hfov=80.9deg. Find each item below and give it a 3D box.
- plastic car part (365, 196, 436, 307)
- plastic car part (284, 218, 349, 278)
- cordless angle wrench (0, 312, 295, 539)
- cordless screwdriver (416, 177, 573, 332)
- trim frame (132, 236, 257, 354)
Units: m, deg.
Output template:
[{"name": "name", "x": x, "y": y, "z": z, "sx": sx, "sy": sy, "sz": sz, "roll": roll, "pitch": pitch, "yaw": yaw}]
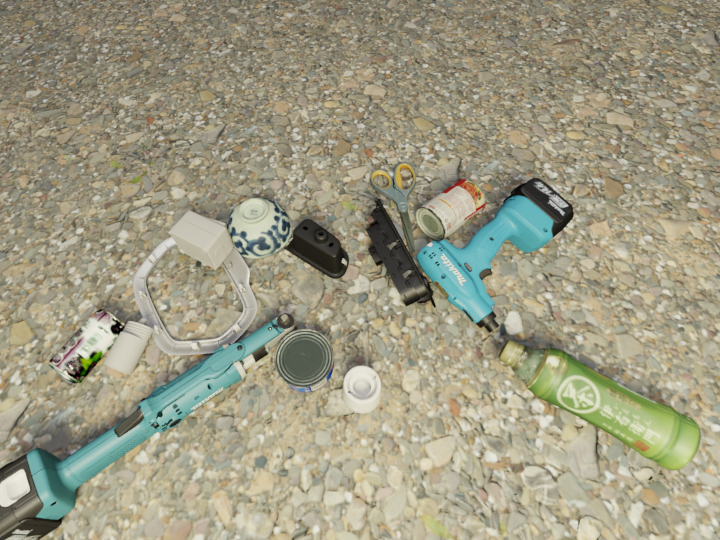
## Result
[{"name": "plastic car part", "x": 0.056, "y": -0.023, "z": 0.690, "sx": 0.067, "sy": 0.063, "sz": 0.212, "roll": -28, "pitch": 60, "yaw": -3}, {"name": "plastic car part", "x": -0.069, "y": -0.045, "z": 0.709, "sx": 0.122, "sy": 0.068, "sz": 0.065, "roll": 32, "pitch": 66, "yaw": 24}, {"name": "cordless angle wrench", "x": -0.265, "y": 0.185, "z": 0.573, "sx": 0.416, "sy": 0.095, "sz": 0.078, "roll": -34, "pitch": 63, "yaw": -21}, {"name": "cordless screwdriver", "x": 0.230, "y": -0.028, "z": 0.673, "sx": 0.246, "sy": 0.073, "sz": 0.164, "roll": -34, "pitch": 73, "yaw": -13}, {"name": "trim frame", "x": -0.276, "y": 0.028, "z": 0.703, "sx": 0.181, "sy": 0.026, "sz": 0.261, "roll": -30, "pitch": 59, "yaw": -16}]
